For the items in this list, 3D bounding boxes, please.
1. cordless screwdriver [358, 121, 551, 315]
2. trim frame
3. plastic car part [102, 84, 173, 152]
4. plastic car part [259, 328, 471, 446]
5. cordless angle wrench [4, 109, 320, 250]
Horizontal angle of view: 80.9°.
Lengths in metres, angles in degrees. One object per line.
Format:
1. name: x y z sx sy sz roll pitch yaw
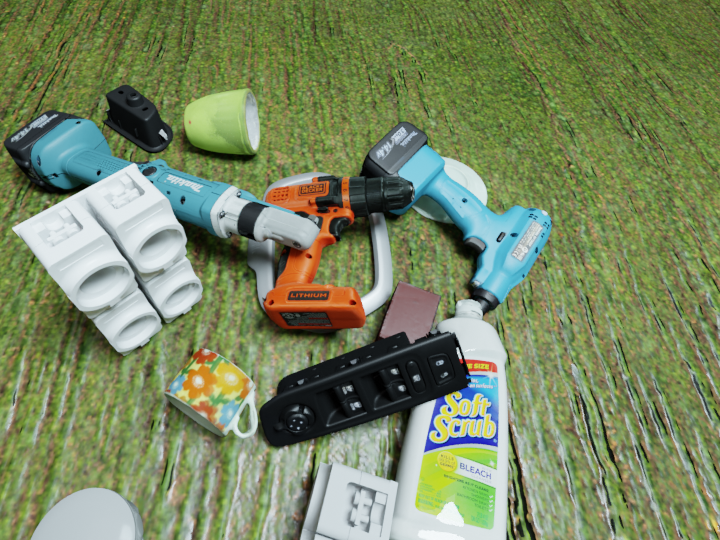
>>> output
1. cordless screwdriver: 0.106 -0.069 0.548 0.253 0.073 0.158 36 71 8
2. trim frame: -0.054 -0.035 0.550 0.182 0.027 0.256 -1 58 -6
3. plastic car part: -0.335 -0.237 0.635 0.121 0.069 0.065 34 61 19
4. plastic car part: -0.005 0.106 0.412 0.203 0.063 0.070 -23 31 1
5. cordless angle wrench: -0.243 -0.101 0.508 0.438 0.071 0.098 20 57 19
